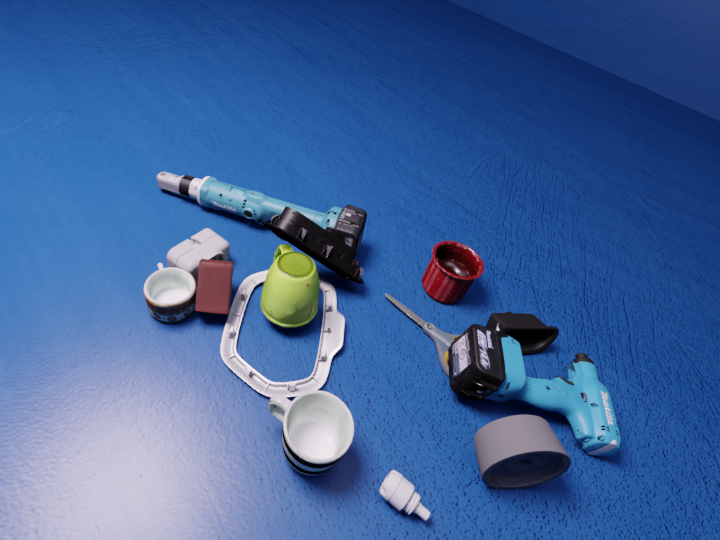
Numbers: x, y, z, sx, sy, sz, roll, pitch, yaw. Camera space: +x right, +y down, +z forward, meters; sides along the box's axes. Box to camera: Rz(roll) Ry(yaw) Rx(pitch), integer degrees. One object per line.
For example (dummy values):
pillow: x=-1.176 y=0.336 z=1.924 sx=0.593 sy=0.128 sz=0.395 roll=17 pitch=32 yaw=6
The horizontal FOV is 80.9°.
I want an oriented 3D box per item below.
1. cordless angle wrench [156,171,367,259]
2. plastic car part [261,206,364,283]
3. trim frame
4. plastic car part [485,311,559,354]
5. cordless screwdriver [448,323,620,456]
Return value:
cordless angle wrench: x=-0.203 y=-0.122 z=0.813 sx=0.430 sy=0.095 sz=0.075 roll=18 pitch=48 yaw=9
plastic car part: x=-0.069 y=-0.045 z=0.701 sx=0.193 sy=0.067 sz=0.070 roll=29 pitch=0 yaw=-33
trim frame: x=-0.118 y=0.083 z=0.673 sx=0.183 sy=0.027 sz=0.255 roll=10 pitch=43 yaw=-4
plastic car part: x=0.265 y=0.100 z=0.726 sx=0.113 sy=0.065 sz=0.074 roll=-1 pitch=33 yaw=-20
cordless screwdriver: x=0.262 y=0.156 z=0.644 sx=0.248 sy=0.074 sz=0.161 roll=24 pitch=44 yaw=-3
